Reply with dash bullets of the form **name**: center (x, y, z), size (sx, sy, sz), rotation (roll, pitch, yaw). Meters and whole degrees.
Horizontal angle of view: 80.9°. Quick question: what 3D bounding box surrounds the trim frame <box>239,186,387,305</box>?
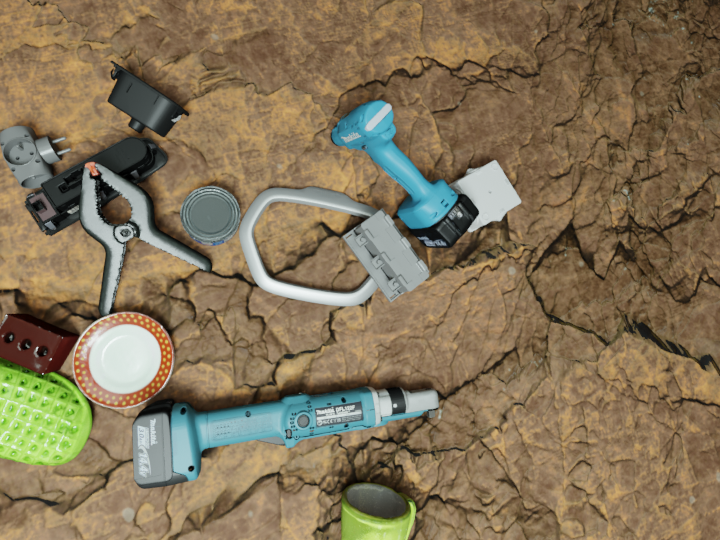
- **trim frame**: center (-0.065, -0.042, 0.660), size (0.246, 0.027, 0.185), rotation (9, 80, -6)

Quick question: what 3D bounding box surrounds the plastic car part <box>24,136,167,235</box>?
- **plastic car part**: center (-0.380, -0.135, 0.605), size (0.200, 0.067, 0.067), rotation (-35, 83, -17)

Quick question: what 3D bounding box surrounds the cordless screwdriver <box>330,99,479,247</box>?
- **cordless screwdriver**: center (0.056, -0.145, 0.656), size (0.074, 0.165, 0.241), rotation (-47, 108, -12)

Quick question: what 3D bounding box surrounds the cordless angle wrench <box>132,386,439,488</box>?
- **cordless angle wrench**: center (-0.086, 0.207, 0.591), size (0.414, 0.075, 0.099), rotation (-5, 83, -13)

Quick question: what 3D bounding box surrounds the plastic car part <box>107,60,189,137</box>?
- **plastic car part**: center (-0.329, -0.246, 0.637), size (0.115, 0.067, 0.071), rotation (36, 91, -7)
